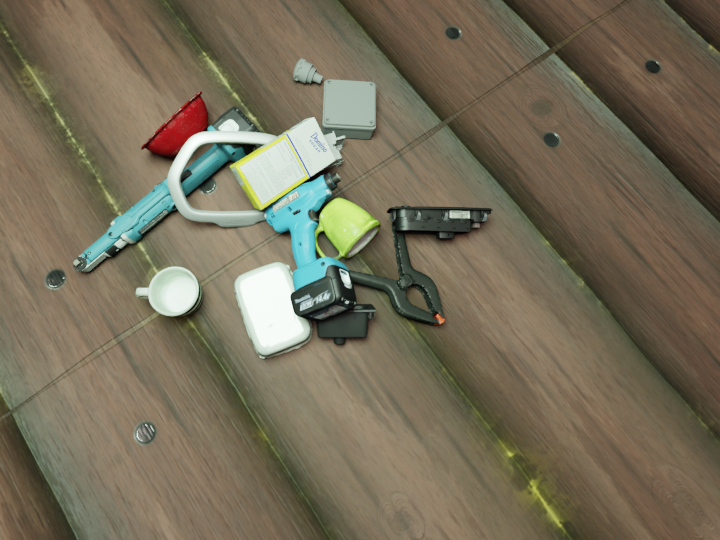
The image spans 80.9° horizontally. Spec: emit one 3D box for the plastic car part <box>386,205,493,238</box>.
[{"bbox_3d":[0.146,-0.095,0.818,0.199,0.068,0.067,4,92,-11],"label":"plastic car part"}]

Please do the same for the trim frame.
[{"bbox_3d":[-0.232,-0.168,0.796,0.240,0.029,0.181,-5,111,-24],"label":"trim frame"}]

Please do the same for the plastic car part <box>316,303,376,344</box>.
[{"bbox_3d":[-0.032,0.099,0.776,0.116,0.066,0.071,-4,91,-1],"label":"plastic car part"}]

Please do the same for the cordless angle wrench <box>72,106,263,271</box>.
[{"bbox_3d":[-0.370,-0.144,0.812,0.421,0.097,0.075,-43,85,-8],"label":"cordless angle wrench"}]

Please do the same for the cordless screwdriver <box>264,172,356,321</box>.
[{"bbox_3d":[-0.072,-0.047,0.740,0.162,0.070,0.258,-30,62,19],"label":"cordless screwdriver"}]
